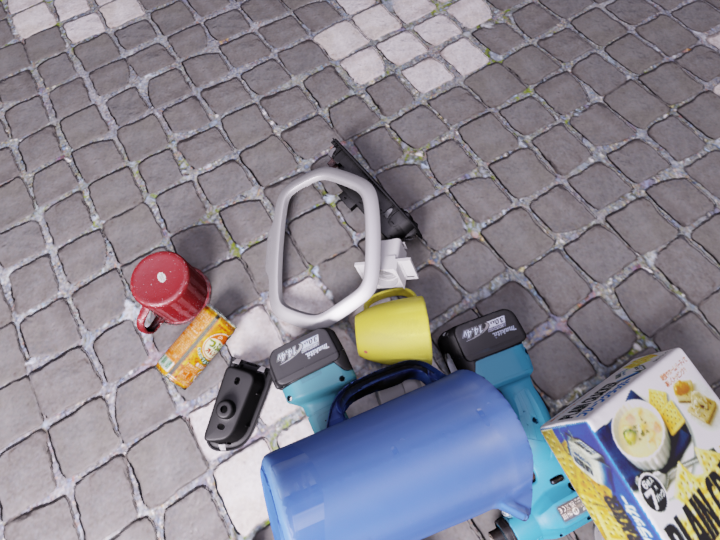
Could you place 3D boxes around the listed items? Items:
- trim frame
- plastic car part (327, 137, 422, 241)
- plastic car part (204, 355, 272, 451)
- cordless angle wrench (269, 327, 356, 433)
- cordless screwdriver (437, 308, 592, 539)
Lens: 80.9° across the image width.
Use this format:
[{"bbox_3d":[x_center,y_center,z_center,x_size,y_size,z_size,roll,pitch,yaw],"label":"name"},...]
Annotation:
[{"bbox_3d":[-0.059,-0.039,0.608,0.190,0.026,0.253,-8,70,20],"label":"trim frame"},{"bbox_3d":[0.012,-0.113,0.647,0.067,0.064,0.210,-43,72,-4],"label":"plastic car part"},{"bbox_3d":[-0.161,0.170,0.536,0.067,0.069,0.118,14,66,7],"label":"plastic car part"},{"bbox_3d":[0.016,0.276,0.484,0.097,0.072,0.436,-25,71,-9],"label":"cordless angle wrench"},{"bbox_3d":[0.174,0.183,0.511,0.158,0.073,0.256,-24,72,-7],"label":"cordless screwdriver"}]
